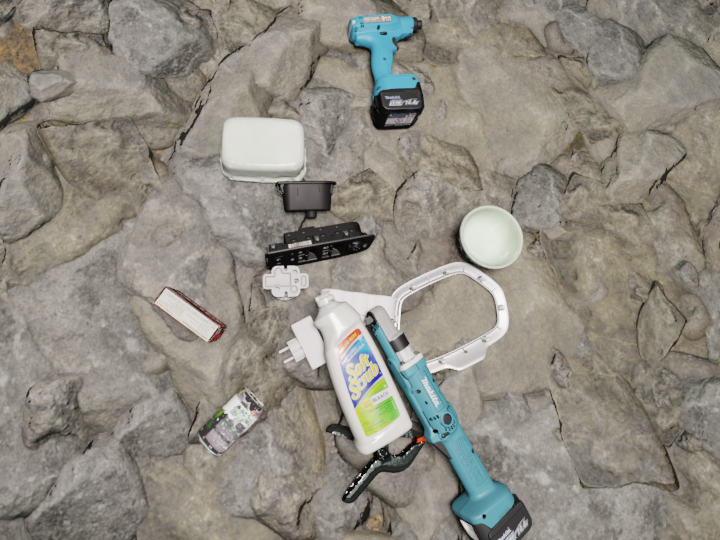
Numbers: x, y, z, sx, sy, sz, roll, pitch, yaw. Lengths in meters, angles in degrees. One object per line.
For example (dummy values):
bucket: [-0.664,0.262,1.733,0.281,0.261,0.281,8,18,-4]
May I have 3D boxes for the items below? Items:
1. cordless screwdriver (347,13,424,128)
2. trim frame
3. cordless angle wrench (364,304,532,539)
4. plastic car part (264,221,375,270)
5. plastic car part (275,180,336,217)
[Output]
cordless screwdriver: [0.076,-0.419,0.869,0.157,0.074,0.254,-10,76,-10]
trim frame: [0.165,0.088,0.791,0.245,0.027,0.186,-23,82,-13]
cordless angle wrench: [0.129,0.247,0.705,0.096,0.075,0.425,-28,86,-24]
plastic car part: [-0.076,-0.050,0.780,0.201,0.064,0.070,-7,55,-8]
plastic car part: [-0.101,-0.134,0.796,0.114,0.067,0.070,1,94,-11]
